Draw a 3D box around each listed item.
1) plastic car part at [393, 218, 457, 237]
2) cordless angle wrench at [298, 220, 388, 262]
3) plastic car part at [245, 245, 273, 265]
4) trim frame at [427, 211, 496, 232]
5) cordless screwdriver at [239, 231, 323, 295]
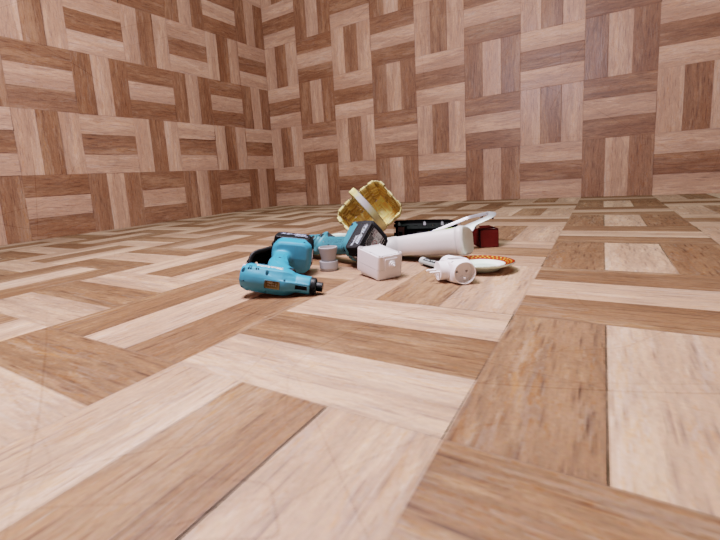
[{"bbox_3d":[0.210,-0.127,1.342,0.205,0.065,0.068,-3,21,6],"label":"plastic car part"},{"bbox_3d":[-0.113,-0.074,1.152,0.444,0.098,0.071,4,-33,49],"label":"cordless angle wrench"},{"bbox_3d":[-0.237,-0.023,1.042,0.112,0.066,0.073,-15,0,-31],"label":"plastic car part"},{"bbox_3d":[0.265,-0.116,1.206,0.250,0.027,0.185,-21,9,3],"label":"trim frame"},{"bbox_3d":[-0.141,-0.012,0.897,0.161,0.073,0.250,7,19,4],"label":"cordless screwdriver"}]
